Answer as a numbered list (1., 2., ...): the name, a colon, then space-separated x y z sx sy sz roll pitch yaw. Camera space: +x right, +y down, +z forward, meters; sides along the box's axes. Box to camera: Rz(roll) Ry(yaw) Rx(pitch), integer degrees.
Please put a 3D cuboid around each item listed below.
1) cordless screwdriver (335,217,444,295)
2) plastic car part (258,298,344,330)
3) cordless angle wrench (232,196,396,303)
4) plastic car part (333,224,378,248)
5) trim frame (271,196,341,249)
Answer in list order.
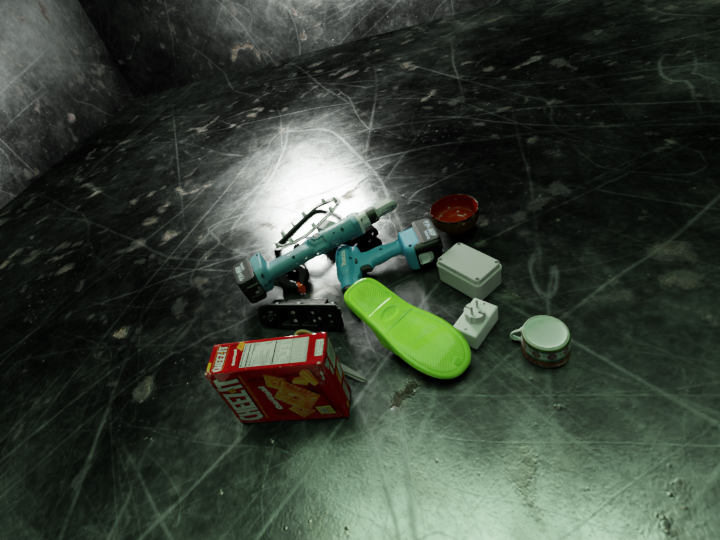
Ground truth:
1. cordless screwdriver: 0.064 -0.022 0.968 0.252 0.071 0.165 -17 41 11
2. plastic car part: -0.134 0.090 0.937 0.209 0.064 0.068 -4 33 19
3. cordless angle wrench: -0.099 -0.065 1.017 0.422 0.071 0.103 -29 41 -3
4. plastic car part: -0.003 -0.091 1.082 0.115 0.063 0.075 -31 52 -15
5. trim frame: -0.152 -0.137 1.180 0.192 0.026 0.247 -4 40 52
